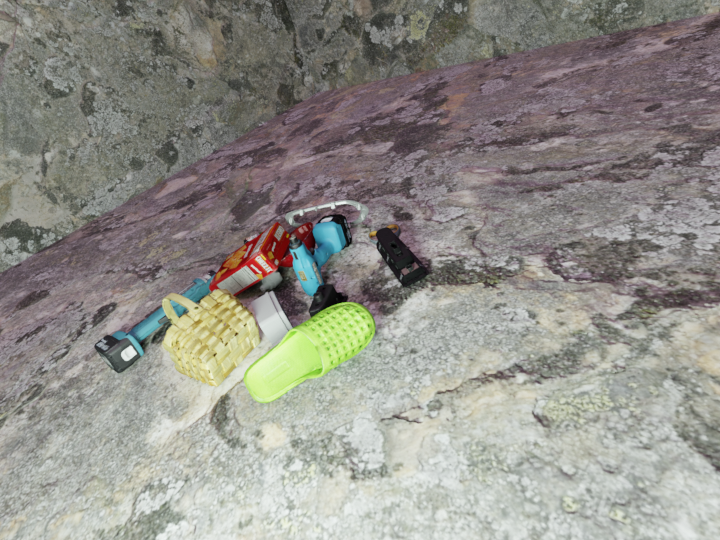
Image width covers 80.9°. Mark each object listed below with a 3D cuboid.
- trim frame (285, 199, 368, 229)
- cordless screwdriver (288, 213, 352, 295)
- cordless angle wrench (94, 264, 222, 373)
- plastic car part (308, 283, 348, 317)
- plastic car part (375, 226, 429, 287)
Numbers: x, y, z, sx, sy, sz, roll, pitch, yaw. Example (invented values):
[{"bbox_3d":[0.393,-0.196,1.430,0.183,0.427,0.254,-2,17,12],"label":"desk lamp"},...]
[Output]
[{"bbox_3d":[-0.097,-0.153,1.216,0.256,0.175,0.028,-6,71,22],"label":"trim frame"},{"bbox_3d":[-0.106,-0.069,1.087,0.077,0.153,0.249,-7,32,25],"label":"cordless screwdriver"},{"bbox_3d":[-0.516,0.103,1.174,0.103,0.071,0.417,7,40,40],"label":"cordless angle wrench"},{"bbox_3d":[-0.080,0.074,0.935,0.068,0.068,0.117,-9,30,23],"label":"plastic car part"},{"bbox_3d":[0.082,-0.044,1.004,0.066,0.064,0.212,-36,33,4],"label":"plastic car part"}]
